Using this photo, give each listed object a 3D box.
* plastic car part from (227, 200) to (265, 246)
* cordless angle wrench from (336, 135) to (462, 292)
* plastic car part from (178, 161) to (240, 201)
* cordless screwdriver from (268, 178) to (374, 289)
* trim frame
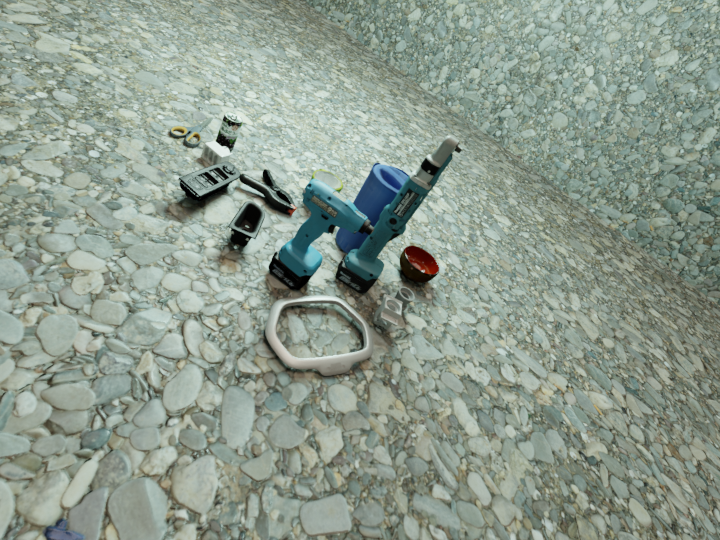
[{"bbox_3d":[-0.265,-0.100,0.976,0.065,0.071,0.119,25,37,-12],"label":"plastic car part"},{"bbox_3d":[0.079,-0.118,0.940,0.098,0.423,0.074,35,36,-1],"label":"cordless angle wrench"},{"bbox_3d":[-0.367,-0.216,1.044,0.067,0.067,0.202,34,36,1],"label":"plastic car part"},{"bbox_3d":[-0.088,-0.058,0.900,0.161,0.248,0.073,37,36,4],"label":"cordless screwdriver"},{"bbox_3d":[-0.082,0.128,0.873,0.237,0.027,0.193,0,46,-35],"label":"trim frame"}]
